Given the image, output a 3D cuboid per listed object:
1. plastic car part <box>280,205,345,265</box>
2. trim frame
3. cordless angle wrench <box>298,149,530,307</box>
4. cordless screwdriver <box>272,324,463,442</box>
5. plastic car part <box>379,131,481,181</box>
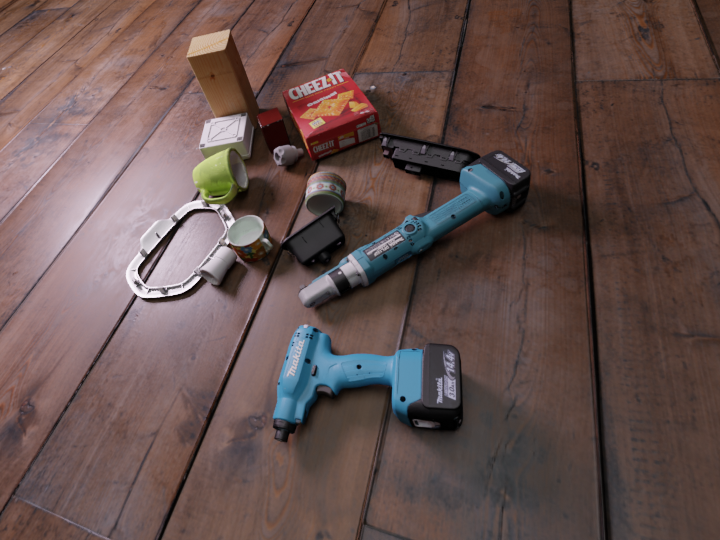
[{"bbox_3d":[-0.073,-0.048,0.746,0.116,0.064,0.074,-37,70,-10],"label":"plastic car part"},{"bbox_3d":[-0.354,-0.051,0.835,0.193,0.026,0.248,19,63,26],"label":"trim frame"},{"bbox_3d":[0.085,-0.056,0.704,0.420,0.071,0.103,-31,54,-7],"label":"cordless angle wrench"},{"bbox_3d":[0.005,0.163,0.562,0.257,0.071,0.161,3,56,20],"label":"cordless screwdriver"},{"bbox_3d":[0.128,-0.213,0.809,0.211,0.063,0.067,16,69,23],"label":"plastic car part"}]
